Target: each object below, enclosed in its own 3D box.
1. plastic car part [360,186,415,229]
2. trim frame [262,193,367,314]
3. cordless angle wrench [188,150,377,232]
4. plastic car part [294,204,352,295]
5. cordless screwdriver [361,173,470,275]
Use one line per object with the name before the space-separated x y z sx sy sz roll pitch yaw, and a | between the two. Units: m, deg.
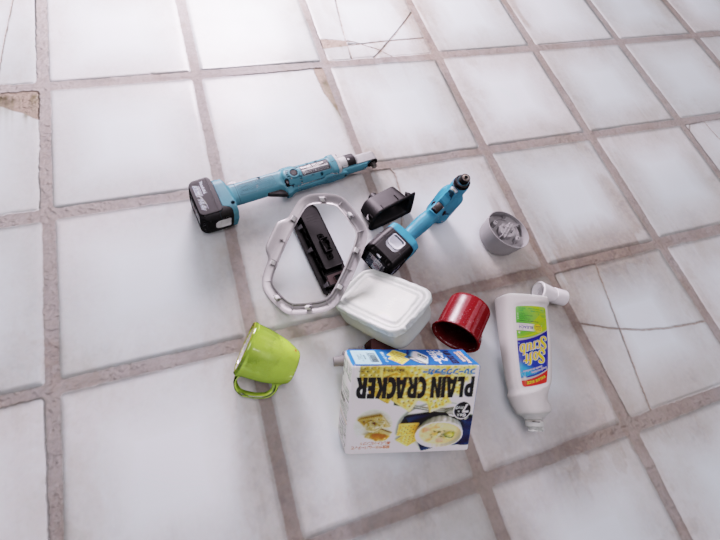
plastic car part | 0.051 -0.145 0.925 0.114 0.064 0.074 -25 59 -17
trim frame | -0.093 -0.033 0.809 0.191 0.026 0.248 23 87 20
cordless angle wrench | -0.147 -0.192 0.905 0.413 0.074 0.101 -22 72 -21
plastic car part | -0.084 -0.055 0.857 0.065 0.066 0.210 -22 69 -13
cordless screwdriver | 0.118 -0.094 0.853 0.246 0.158 0.076 -40 82 -22
